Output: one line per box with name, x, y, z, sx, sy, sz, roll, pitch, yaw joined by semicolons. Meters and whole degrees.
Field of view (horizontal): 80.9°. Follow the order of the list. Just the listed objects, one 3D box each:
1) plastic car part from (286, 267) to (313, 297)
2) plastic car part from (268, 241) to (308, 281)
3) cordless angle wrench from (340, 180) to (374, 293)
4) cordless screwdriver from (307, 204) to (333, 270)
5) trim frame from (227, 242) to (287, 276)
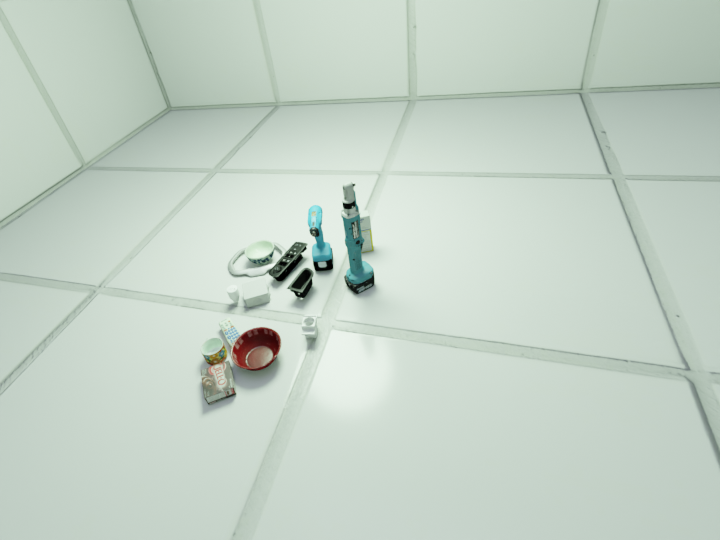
plastic car part;-0.203;0.053;1.517;0.069;0.068;0.116;12;45;24
plastic car part;-0.279;-0.030;1.635;0.069;0.064;0.201;16;47;28
cordless angle wrench;-0.021;-0.105;1.396;0.096;0.407;0.079;-25;42;-20
cordless screwdriver;-0.152;-0.099;1.550;0.075;0.239;0.164;-6;39;3
trim frame;-0.417;-0.046;1.715;0.249;0.026;0.191;-11;40;0
